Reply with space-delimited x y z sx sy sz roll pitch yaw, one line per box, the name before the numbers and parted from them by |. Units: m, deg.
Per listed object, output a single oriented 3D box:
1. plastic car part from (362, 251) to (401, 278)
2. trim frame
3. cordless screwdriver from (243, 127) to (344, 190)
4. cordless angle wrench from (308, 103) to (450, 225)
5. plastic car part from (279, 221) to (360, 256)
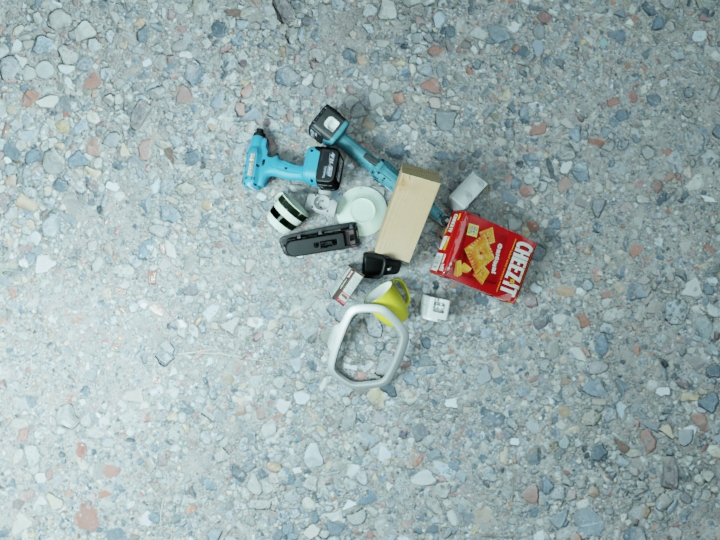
plastic car part | 0.059 -0.010 1.042 0.068 0.121 0.066 1 93 -26
trim frame | 0.012 0.189 1.031 0.185 0.028 0.245 19 112 2
cordless screwdriver | -0.168 -0.278 1.054 0.255 0.072 0.160 4 82 14
cordless angle wrench | 0.056 -0.248 1.062 0.421 0.098 0.074 38 88 -2
plastic car part | -0.104 -0.068 1.064 0.205 0.068 0.064 -8 115 5
